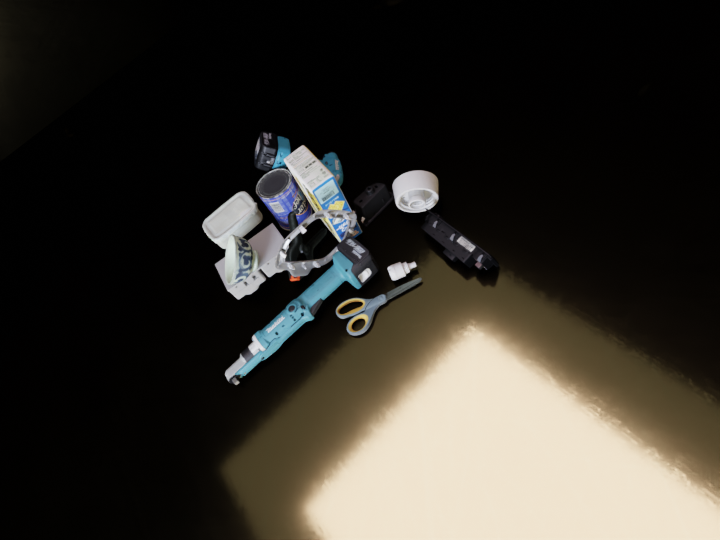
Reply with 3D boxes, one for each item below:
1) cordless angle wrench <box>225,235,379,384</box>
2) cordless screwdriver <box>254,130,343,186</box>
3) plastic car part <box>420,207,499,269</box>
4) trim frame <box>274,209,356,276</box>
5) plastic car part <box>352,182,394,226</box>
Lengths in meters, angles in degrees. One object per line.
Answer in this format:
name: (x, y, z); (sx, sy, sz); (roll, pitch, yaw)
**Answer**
cordless angle wrench: (-0.143, 0.098, 0.961); (0.422, 0.070, 0.103); (-43, 51, -5)
cordless screwdriver: (-0.168, -0.317, 1.181); (0.241, 0.074, 0.165); (14, 40, -17)
plastic car part: (0.204, -0.063, 0.925); (0.067, 0.063, 0.214); (-52, 50, 17)
trim frame: (-0.092, -0.060, 0.944); (0.028, 0.238, 0.184); (46, 114, 18)
plastic car part: (0.026, -0.181, 1.074); (0.116, 0.067, 0.070); (-46, 54, -7)
